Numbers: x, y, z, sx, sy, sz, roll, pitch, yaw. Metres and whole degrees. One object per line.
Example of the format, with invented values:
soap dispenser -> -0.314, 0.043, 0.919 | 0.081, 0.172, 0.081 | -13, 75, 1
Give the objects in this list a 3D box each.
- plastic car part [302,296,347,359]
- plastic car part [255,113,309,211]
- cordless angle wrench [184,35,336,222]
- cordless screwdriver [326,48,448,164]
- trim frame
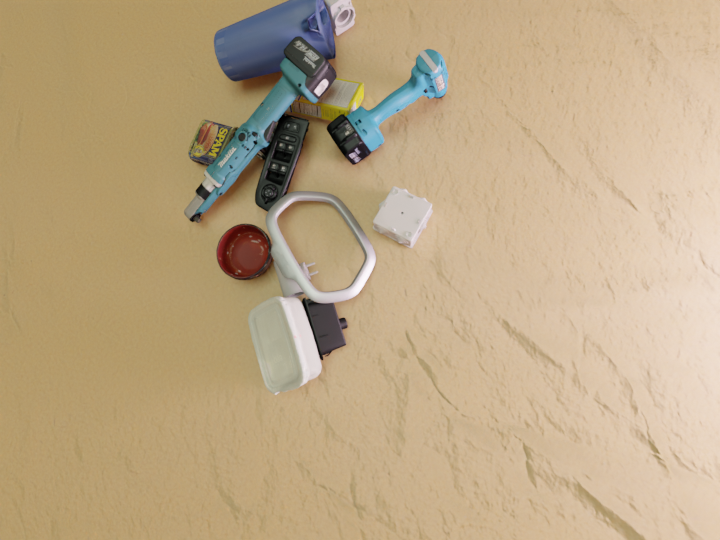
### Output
plastic car part -> -0.062, 0.101, 0.797 | 0.070, 0.065, 0.119 | -20, 78, -10
plastic car part -> -0.165, -0.217, 0.881 | 0.067, 0.066, 0.203 | 19, 86, 5
cordless angle wrench -> -0.222, -0.261, 0.848 | 0.425, 0.072, 0.100 | -46, 78, 13
cordless screwdriver -> 0.063, -0.314, 0.839 | 0.252, 0.154, 0.076 | -34, 80, 17
trim frame -> -0.080, -0.053, 0.822 | 0.181, 0.027, 0.255 | -28, 74, -18
